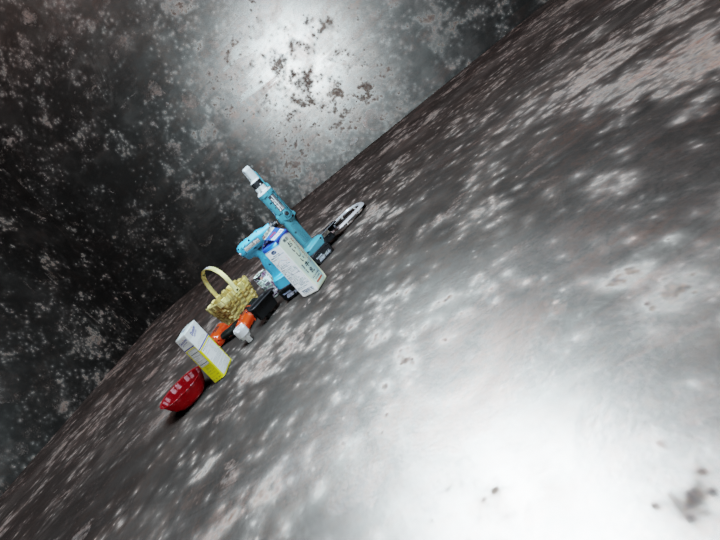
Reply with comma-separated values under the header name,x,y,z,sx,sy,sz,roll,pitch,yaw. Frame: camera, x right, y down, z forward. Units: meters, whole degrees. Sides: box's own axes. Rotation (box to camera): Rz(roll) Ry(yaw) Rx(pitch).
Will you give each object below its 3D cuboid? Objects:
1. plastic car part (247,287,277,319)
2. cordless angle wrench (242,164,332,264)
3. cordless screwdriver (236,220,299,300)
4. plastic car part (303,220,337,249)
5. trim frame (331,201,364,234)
name,x,y,z,sx,sy,sz,roll,pitch,yaw
plastic car part,-0.321,0.122,1.411,0.068,0.069,0.116,-27,22,41
cordless angle wrench,-0.267,-0.196,1.488,0.097,0.413,0.077,-46,14,-24
cordless screwdriver,-0.268,-0.034,1.390,0.160,0.243,0.076,-38,13,9
plastic car part,-0.157,-0.103,1.609,0.202,0.065,0.068,-42,16,-3
trim frame,-0.075,-0.204,1.738,0.247,0.027,0.191,-50,20,-27
